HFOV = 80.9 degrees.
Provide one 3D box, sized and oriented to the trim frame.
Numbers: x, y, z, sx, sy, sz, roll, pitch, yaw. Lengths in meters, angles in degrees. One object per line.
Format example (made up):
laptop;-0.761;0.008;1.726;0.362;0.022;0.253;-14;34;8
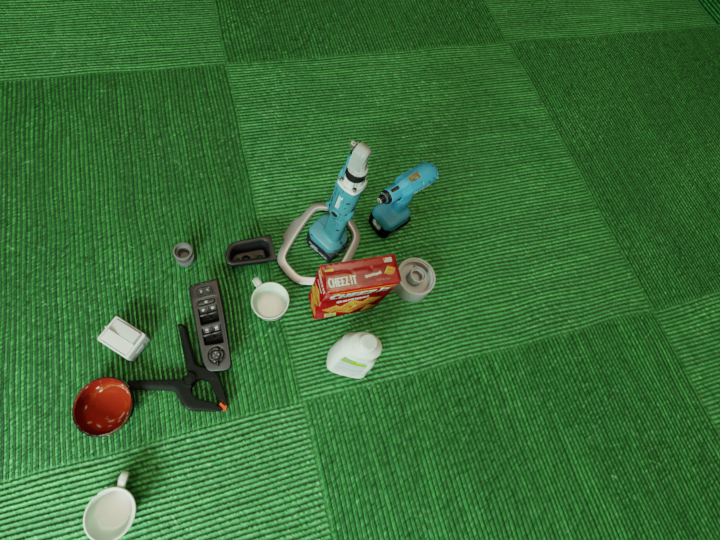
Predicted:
trim frame;-0.106;-0.069;1.086;0.185;0.027;0.249;28;66;3

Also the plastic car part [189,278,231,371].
plastic car part;-0.333;0.127;0.947;0.065;0.066;0.209;-12;70;-16

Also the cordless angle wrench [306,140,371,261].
cordless angle wrench;-0.041;-0.138;0.911;0.099;0.421;0.074;43;66;4

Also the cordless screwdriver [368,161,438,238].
cordless screwdriver;0.079;-0.158;1.032;0.156;0.247;0.076;-32;81;-21

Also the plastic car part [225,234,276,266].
plastic car part;-0.269;-0.037;1.023;0.114;0.070;0.068;-11;72;-14
